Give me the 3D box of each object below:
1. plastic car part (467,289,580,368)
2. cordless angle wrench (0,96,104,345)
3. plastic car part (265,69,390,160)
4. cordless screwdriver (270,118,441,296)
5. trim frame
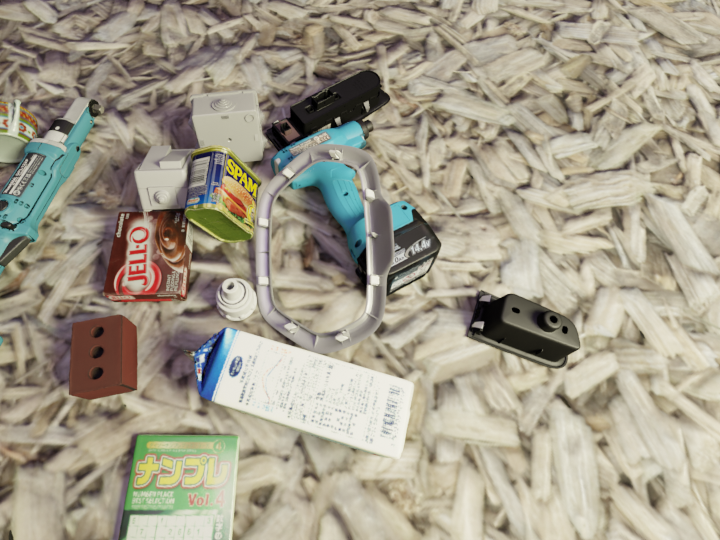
[{"bbox_3d":[0.196,0.063,0.486,0.119,0.069,0.066,21,66,10],"label":"plastic car part"},{"bbox_3d":[-0.432,-0.065,0.528,0.098,0.073,0.431,8,62,0],"label":"cordless angle wrench"},{"bbox_3d":[-0.044,-0.246,0.634,0.200,0.065,0.069,-32,65,-19],"label":"plastic car part"},{"bbox_3d":[0.009,-0.098,0.557,0.157,0.072,0.259,-31,66,-15],"label":"cordless screwdriver"},{"bbox_3d":[-0.048,-0.031,0.491,0.191,0.026,0.252,-6,76,25],"label":"trim frame"}]
